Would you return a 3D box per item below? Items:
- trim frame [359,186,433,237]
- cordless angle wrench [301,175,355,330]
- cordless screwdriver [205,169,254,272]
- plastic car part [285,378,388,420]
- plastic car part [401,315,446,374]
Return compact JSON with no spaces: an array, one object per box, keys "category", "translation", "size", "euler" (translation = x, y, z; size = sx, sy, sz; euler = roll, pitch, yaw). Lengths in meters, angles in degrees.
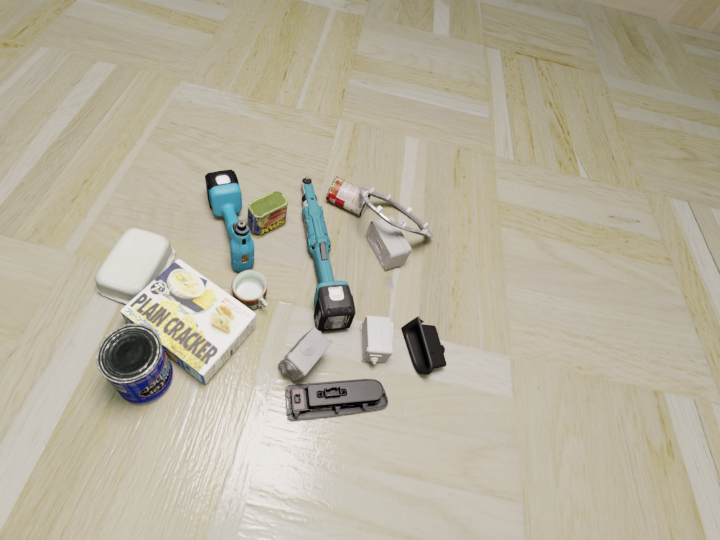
[{"category":"trim frame","translation":[0.092,-0.143,1.042],"size":[0.235,0.027,0.194],"euler":[12,32,-49]},{"category":"cordless angle wrench","translation":[-0.098,-0.064,1.003],"size":[0.073,0.096,0.440],"euler":[-4,53,-16]},{"category":"cordless screwdriver","translation":[-0.295,-0.133,0.966],"size":[0.072,0.156,0.259],"euler":[-13,59,-21]},{"category":"plastic car part","translation":[-0.041,0.240,0.820],"size":[0.199,0.066,0.069],"euler":[0,51,-14]},{"category":"plastic car part","translation":[0.146,0.164,0.907],"size":[0.068,0.066,0.121],"euler":[0,59,-30]}]
